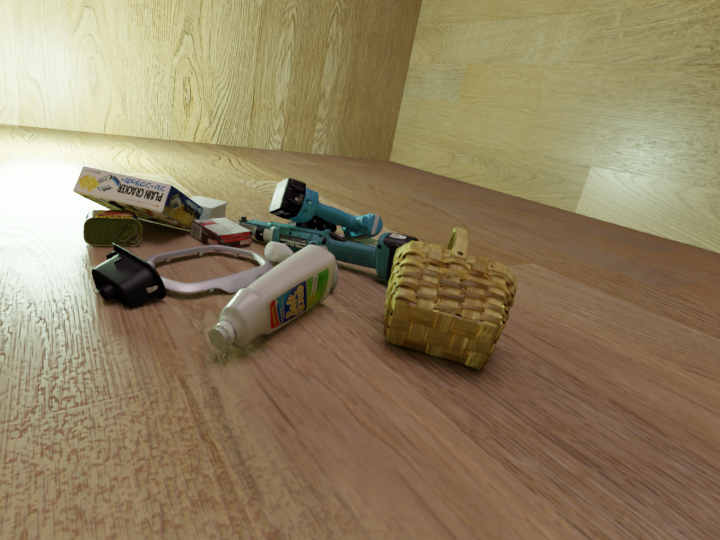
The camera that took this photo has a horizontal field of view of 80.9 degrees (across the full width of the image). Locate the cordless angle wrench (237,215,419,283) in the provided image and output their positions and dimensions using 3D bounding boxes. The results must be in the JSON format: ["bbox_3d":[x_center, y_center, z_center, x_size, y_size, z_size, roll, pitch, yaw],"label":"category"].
[{"bbox_3d":[-0.090,-0.059,0.923,0.439,0.096,0.073,13,18,21],"label":"cordless angle wrench"}]

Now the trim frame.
[{"bbox_3d":[-0.274,-0.005,0.768,0.194,0.027,0.239,20,21,30],"label":"trim frame"}]

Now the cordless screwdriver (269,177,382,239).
[{"bbox_3d":[-0.088,-0.129,0.988,0.240,0.075,0.164,18,-9,-20],"label":"cordless screwdriver"}]

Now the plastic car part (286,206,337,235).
[{"bbox_3d":[-0.129,-0.120,1.094,0.069,0.065,0.199,7,18,20],"label":"plastic car part"}]

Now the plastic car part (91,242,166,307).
[{"bbox_3d":[-0.357,0.017,0.634,0.122,0.064,0.069,24,38,27],"label":"plastic car part"}]
